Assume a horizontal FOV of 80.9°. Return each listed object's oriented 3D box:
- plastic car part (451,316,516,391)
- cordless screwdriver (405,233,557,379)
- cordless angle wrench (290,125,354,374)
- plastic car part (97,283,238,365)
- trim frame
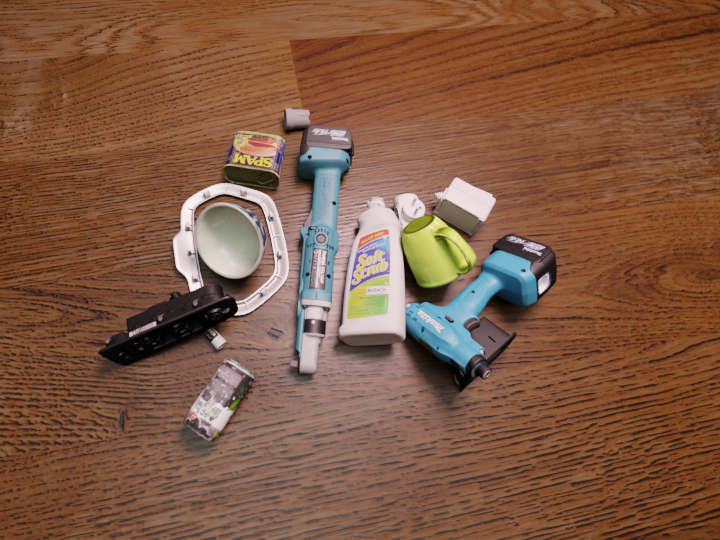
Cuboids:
[{"bbox_3d":[0.177,0.119,0.662,0.115,0.064,0.074,-38,62,-22],"label":"plastic car part"},{"bbox_3d":[0.202,0.052,0.645,0.246,0.071,0.168,-33,38,-15],"label":"cordless screwdriver"},{"bbox_3d":[-0.069,-0.045,0.710,0.098,0.073,0.431,4,69,-4],"label":"cordless angle wrench"},{"bbox_3d":[-0.281,0.075,0.636,0.203,0.063,0.070,-20,51,-1],"label":"plastic car part"},{"bbox_3d":[-0.222,-0.045,0.722,0.182,0.027,0.255,-12,70,-7],"label":"trim frame"}]
